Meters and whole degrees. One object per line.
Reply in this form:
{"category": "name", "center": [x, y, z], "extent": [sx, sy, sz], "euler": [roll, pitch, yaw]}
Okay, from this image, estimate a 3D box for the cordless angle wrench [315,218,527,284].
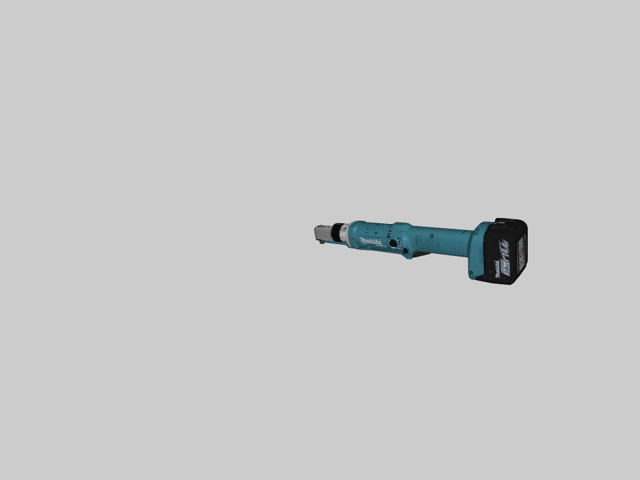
{"category": "cordless angle wrench", "center": [0.151, 0.000, 0.794], "extent": [0.423, 0.098, 0.074], "euler": [7, 25, 40]}
